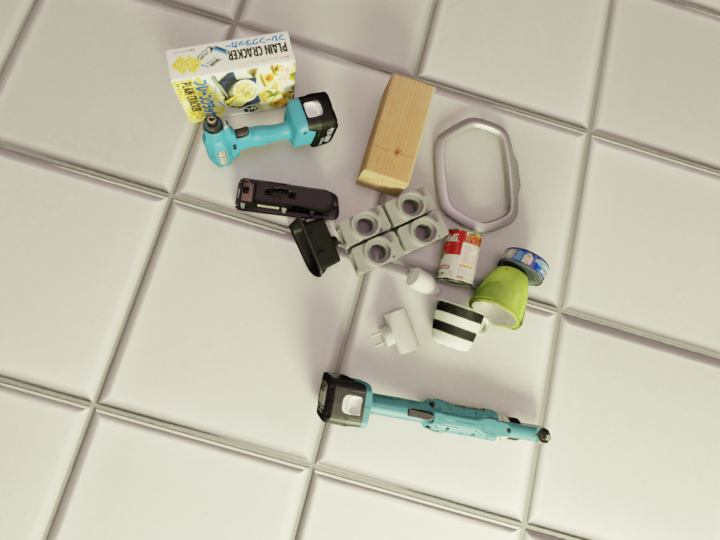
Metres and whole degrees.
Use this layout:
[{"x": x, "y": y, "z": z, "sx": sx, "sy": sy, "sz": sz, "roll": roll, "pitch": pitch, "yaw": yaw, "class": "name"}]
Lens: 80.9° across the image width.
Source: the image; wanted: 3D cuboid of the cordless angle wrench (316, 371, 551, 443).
[{"x": 0.137, "y": 0.258, "z": 0.752, "sx": 0.417, "sy": 0.098, "sz": 0.075, "roll": 12, "pitch": 80, "yaw": -7, "class": "cordless angle wrench"}]

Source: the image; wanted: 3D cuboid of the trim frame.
[{"x": 0.243, "y": -0.198, "z": 0.869, "sx": 0.183, "sy": 0.027, "sz": 0.252, "roll": -2, "pitch": 78, "yaw": -4, "class": "trim frame"}]

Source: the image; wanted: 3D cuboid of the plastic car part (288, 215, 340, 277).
[{"x": -0.079, "y": -0.051, "z": 0.803, "sx": 0.069, "sy": 0.067, "sz": 0.117, "roll": -26, "pitch": 87, "yaw": -25, "class": "plastic car part"}]

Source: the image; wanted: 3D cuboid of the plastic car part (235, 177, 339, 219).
[{"x": -0.137, "y": -0.142, "z": 0.812, "sx": 0.201, "sy": 0.067, "sz": 0.067, "roll": 8, "pitch": 73, "yaw": -6, "class": "plastic car part"}]

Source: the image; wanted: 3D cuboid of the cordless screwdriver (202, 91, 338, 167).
[{"x": -0.167, "y": -0.266, "z": 0.781, "sx": 0.246, "sy": 0.160, "sz": 0.075, "roll": -18, "pitch": 86, "yaw": -11, "class": "cordless screwdriver"}]
